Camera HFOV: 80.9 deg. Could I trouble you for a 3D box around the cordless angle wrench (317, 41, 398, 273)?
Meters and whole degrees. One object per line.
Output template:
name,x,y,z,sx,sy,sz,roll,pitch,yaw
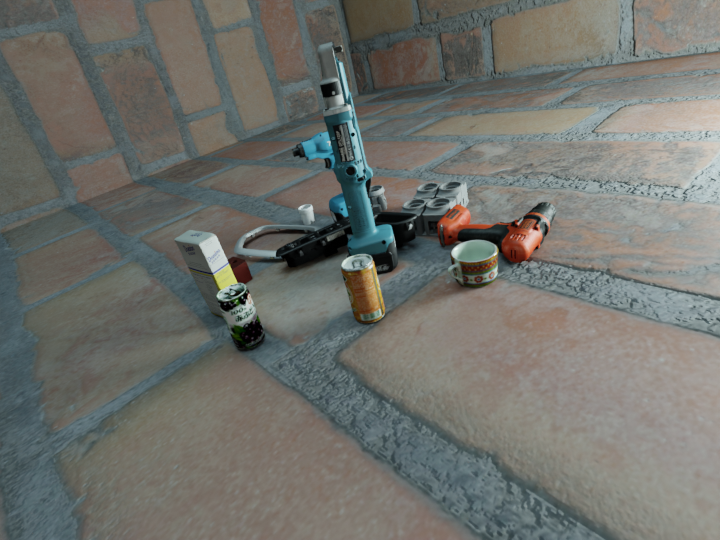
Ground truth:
cordless angle wrench,-0.015,-0.188,0.773,0.099,0.409,0.076,-10,26,9

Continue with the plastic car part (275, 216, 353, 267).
plastic car part,-0.093,-0.061,0.948,0.201,0.065,0.069,-20,27,-8

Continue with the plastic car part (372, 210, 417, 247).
plastic car part,0.067,-0.084,0.904,0.123,0.068,0.065,12,37,42

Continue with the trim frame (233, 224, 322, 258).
trim frame,-0.212,-0.079,1.082,0.260,0.026,0.182,2,33,30

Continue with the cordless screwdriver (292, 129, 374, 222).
cordless screwdriver,-0.060,-0.210,1.014,0.157,0.240,0.078,-20,26,-10
